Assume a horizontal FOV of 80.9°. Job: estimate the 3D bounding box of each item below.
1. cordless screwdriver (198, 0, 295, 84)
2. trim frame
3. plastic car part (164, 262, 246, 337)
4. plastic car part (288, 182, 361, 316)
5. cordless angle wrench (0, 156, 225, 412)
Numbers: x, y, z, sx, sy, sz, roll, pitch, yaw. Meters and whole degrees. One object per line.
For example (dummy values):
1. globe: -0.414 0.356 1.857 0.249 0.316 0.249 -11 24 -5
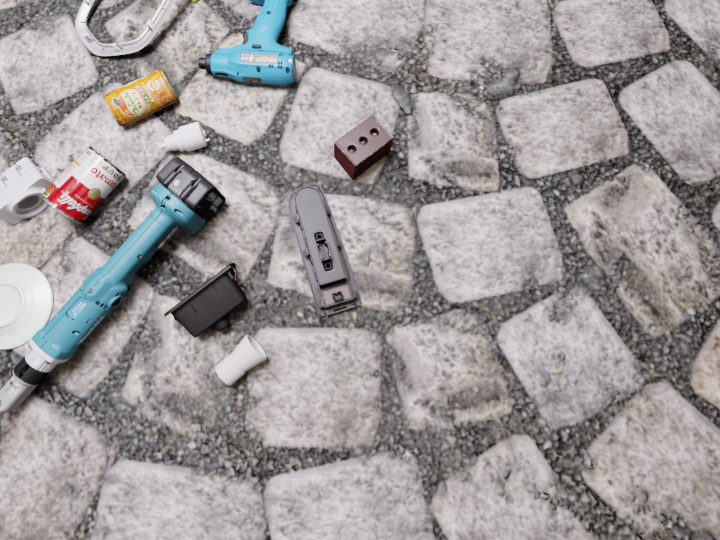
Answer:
1. cordless screwdriver: -0.180 -0.435 0.715 0.160 0.073 0.251 5 81 2
2. trim frame: -0.402 -0.485 0.733 0.189 0.027 0.248 31 93 14
3. plastic car part: -0.211 0.049 0.607 0.116 0.067 0.070 -41 96 -5
4. plastic car part: -0.061 -0.040 0.622 0.066 0.065 0.208 -19 74 2
5. cordless angle wrench: -0.363 0.027 0.600 0.075 0.097 0.422 39 84 3
